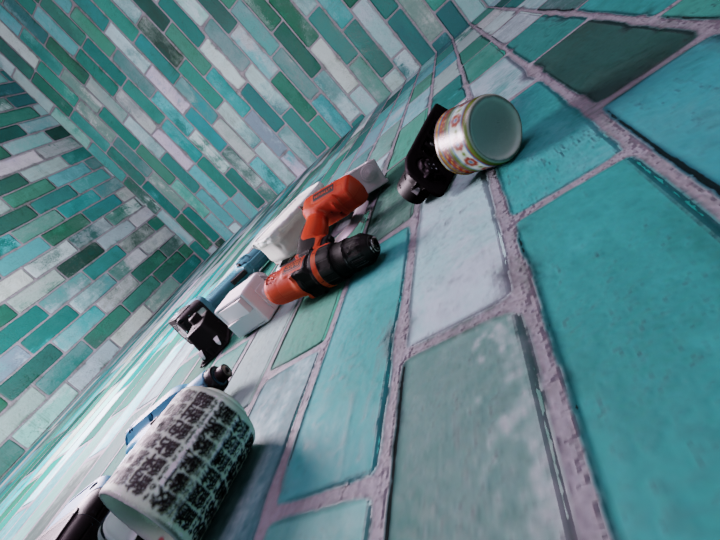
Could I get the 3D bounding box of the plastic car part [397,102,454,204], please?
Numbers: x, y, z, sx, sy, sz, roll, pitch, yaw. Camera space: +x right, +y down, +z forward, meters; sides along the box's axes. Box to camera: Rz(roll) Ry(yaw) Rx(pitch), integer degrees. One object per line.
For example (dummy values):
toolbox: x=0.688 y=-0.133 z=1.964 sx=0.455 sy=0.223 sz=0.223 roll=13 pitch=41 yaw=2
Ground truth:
plastic car part: x=0.092 y=-0.152 z=0.561 sx=0.068 sy=0.065 sz=0.203 roll=-43 pitch=13 yaw=41

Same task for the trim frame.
trim frame: x=-0.072 y=-0.047 z=0.735 sx=0.183 sy=0.027 sz=0.257 roll=-51 pitch=21 yaw=-25

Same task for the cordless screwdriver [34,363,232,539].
cordless screwdriver: x=-0.213 y=0.197 z=0.420 sx=0.160 sy=0.073 sz=0.253 roll=-41 pitch=14 yaw=9

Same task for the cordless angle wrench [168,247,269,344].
cordless angle wrench: x=-0.268 y=-0.009 z=1.006 sx=0.101 sy=0.072 sz=0.420 roll=-20 pitch=27 yaw=54

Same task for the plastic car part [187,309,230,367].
plastic car part: x=-0.274 y=0.107 z=0.752 sx=0.066 sy=0.069 sz=0.120 roll=-43 pitch=19 yaw=-1
